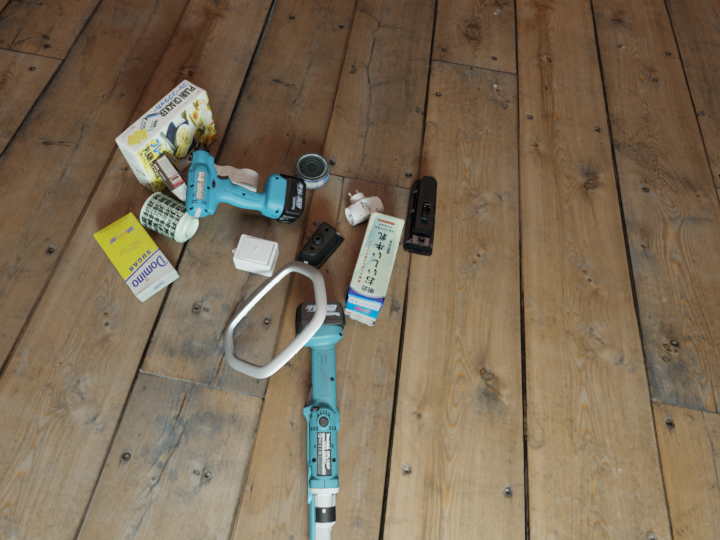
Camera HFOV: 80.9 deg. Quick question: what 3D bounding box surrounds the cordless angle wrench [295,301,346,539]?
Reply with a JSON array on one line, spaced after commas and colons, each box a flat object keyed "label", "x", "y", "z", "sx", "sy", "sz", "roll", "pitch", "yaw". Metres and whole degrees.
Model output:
[{"label": "cordless angle wrench", "x": -0.070, "y": 0.270, "z": 0.760, "sx": 0.097, "sy": 0.073, "sz": 0.433, "roll": -1, "pitch": 67, "yaw": -5}]

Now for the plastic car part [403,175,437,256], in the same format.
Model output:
[{"label": "plastic car part", "x": 0.143, "y": -0.138, "z": 0.970, "sx": 0.067, "sy": 0.065, "sz": 0.206, "roll": 7, "pitch": 62, "yaw": 5}]

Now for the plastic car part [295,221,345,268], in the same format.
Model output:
[{"label": "plastic car part", "x": -0.089, "y": -0.058, "z": 0.912, "sx": 0.067, "sy": 0.069, "sz": 0.116, "roll": 33, "pitch": 64, "yaw": 10}]

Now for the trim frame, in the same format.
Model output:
[{"label": "trim frame", "x": -0.165, "y": 0.090, "z": 0.810, "sx": 0.248, "sy": 0.026, "sz": 0.194, "roll": -47, "pitch": 53, "yaw": 2}]

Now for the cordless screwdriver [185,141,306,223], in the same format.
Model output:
[{"label": "cordless screwdriver", "x": -0.245, "y": -0.185, "z": 0.913, "sx": 0.240, "sy": 0.076, "sz": 0.162, "roll": 4, "pitch": 75, "yaw": -22}]
